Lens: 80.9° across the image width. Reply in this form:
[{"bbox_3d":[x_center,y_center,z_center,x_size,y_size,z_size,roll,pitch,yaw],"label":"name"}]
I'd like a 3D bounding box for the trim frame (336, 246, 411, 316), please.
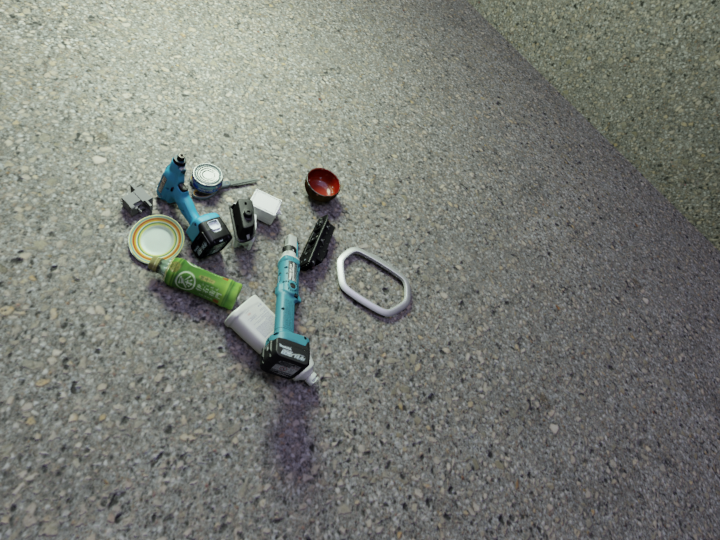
[{"bbox_3d":[0.039,0.030,1.231,0.248,0.027,0.185,29,54,-2],"label":"trim frame"}]

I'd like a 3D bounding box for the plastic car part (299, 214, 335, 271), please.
[{"bbox_3d":[-0.118,-0.077,1.207,0.065,0.067,0.206,29,53,-20],"label":"plastic car part"}]

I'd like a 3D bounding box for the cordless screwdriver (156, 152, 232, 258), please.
[{"bbox_3d":[-0.421,-0.164,1.068,0.072,0.161,0.253,-26,76,-47],"label":"cordless screwdriver"}]

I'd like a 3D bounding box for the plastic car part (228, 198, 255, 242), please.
[{"bbox_3d":[-0.297,-0.138,1.090,0.064,0.071,0.121,-2,60,-26],"label":"plastic car part"}]

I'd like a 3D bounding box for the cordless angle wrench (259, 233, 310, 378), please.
[{"bbox_3d":[-0.180,0.055,1.048,0.094,0.075,0.438,25,37,-27],"label":"cordless angle wrench"}]
